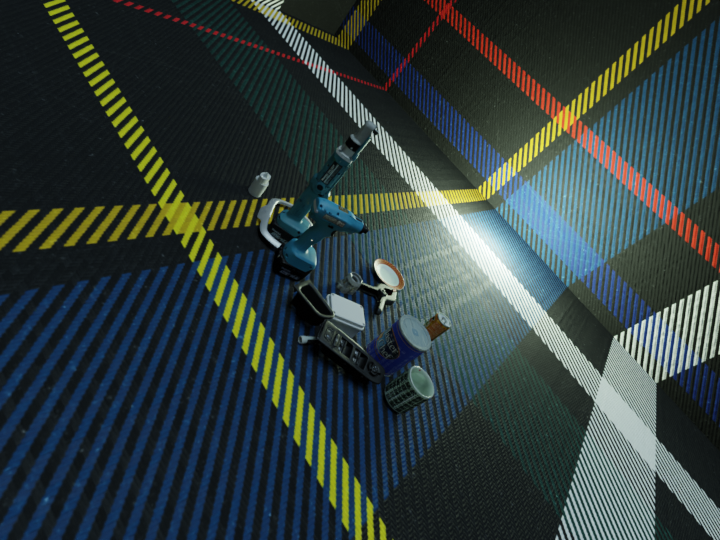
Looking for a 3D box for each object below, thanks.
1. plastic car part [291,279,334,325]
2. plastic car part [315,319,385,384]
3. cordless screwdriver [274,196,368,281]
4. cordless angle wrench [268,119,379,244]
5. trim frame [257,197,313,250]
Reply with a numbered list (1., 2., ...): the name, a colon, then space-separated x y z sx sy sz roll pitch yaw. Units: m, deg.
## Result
1. plastic car part: -0.128 0.092 1.047 0.120 0.071 0.063 52 33 15
2. plastic car part: -0.030 0.209 1.012 0.200 0.067 0.067 36 33 -9
3. cordless screwdriver: -0.107 -0.070 1.093 0.152 0.251 0.077 25 38 -28
4. cordless angle wrench: -0.101 -0.228 1.122 0.096 0.427 0.075 38 33 -11
5. trim frame: -0.219 -0.132 1.257 0.178 0.028 0.255 30 34 -19
